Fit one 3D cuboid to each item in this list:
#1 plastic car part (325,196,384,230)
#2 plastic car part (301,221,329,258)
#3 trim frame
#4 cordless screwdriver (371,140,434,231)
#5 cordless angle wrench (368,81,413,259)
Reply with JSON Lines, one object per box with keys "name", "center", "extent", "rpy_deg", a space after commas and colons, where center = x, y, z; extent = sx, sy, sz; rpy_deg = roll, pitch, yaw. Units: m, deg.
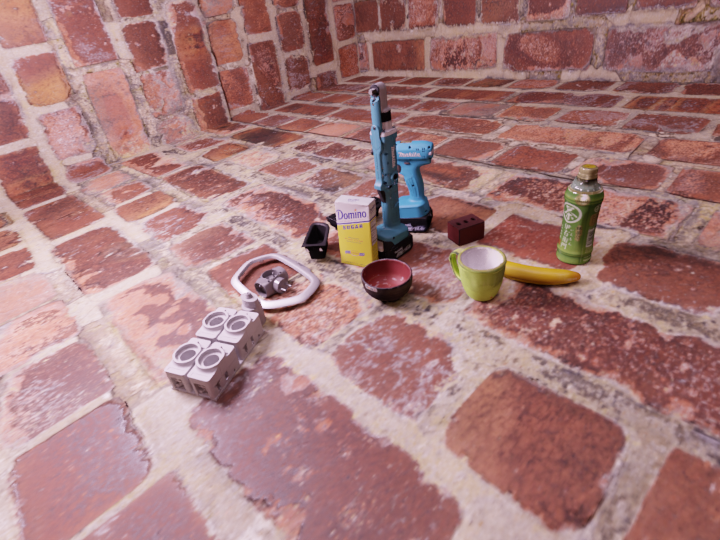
{"name": "plastic car part", "center": [-0.005, -0.158, 1.227], "extent": [0.070, 0.065, 0.199], "rpy_deg": [23, 46, 40]}
{"name": "plastic car part", "center": [-0.110, -0.072, 1.124], "extent": [0.067, 0.068, 0.118], "rpy_deg": [-2, 34, 10]}
{"name": "trim frame", "center": [-0.212, 0.022, 1.051], "extent": [0.180, 0.026, 0.263], "rpy_deg": [-33, 40, -30]}
{"name": "cordless screwdriver", "center": [0.116, -0.226, 1.136], "extent": [0.165, 0.240, 0.074], "rpy_deg": [5, 34, 21]}
{"name": "cordless angle wrench", "center": [0.061, -0.222, 0.994], "extent": [0.096, 0.408, 0.079], "rpy_deg": [-31, 39, -33]}
